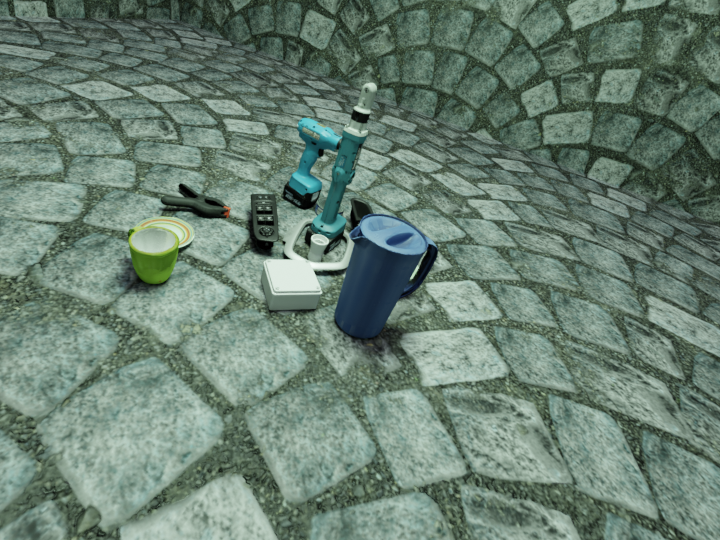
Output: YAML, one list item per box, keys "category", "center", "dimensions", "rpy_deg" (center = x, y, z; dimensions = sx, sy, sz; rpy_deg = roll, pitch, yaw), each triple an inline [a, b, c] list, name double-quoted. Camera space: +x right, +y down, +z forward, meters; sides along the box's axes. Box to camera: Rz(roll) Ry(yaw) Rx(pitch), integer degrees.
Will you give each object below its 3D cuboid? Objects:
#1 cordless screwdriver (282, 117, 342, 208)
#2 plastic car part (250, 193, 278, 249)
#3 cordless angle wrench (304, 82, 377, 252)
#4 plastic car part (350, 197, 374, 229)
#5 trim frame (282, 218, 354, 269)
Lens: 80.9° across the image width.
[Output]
- category: "cordless screwdriver"
  center: [-0.130, -0.294, 1.214]
  dimensions: [0.166, 0.245, 0.072]
  rpy_deg: [34, 36, 20]
- category: "plastic car part"
  center: [-0.248, -0.123, 1.083]
  dimensions: [0.064, 0.066, 0.212]
  rpy_deg: [5, 36, -20]
- category: "cordless angle wrench"
  center: [-0.040, -0.237, 1.019]
  dimensions: [0.077, 0.417, 0.096]
  rpy_deg: [30, 35, 14]
- category: "plastic car part"
  center: [-0.002, -0.150, 1.220]
  dimensions: [0.064, 0.070, 0.122]
  rpy_deg: [5, 36, -19]
- category: "trim frame"
  center: [-0.108, -0.070, 1.102]
  dimensions: [0.184, 0.027, 0.252]
  rpy_deg: [16, 34, -1]
